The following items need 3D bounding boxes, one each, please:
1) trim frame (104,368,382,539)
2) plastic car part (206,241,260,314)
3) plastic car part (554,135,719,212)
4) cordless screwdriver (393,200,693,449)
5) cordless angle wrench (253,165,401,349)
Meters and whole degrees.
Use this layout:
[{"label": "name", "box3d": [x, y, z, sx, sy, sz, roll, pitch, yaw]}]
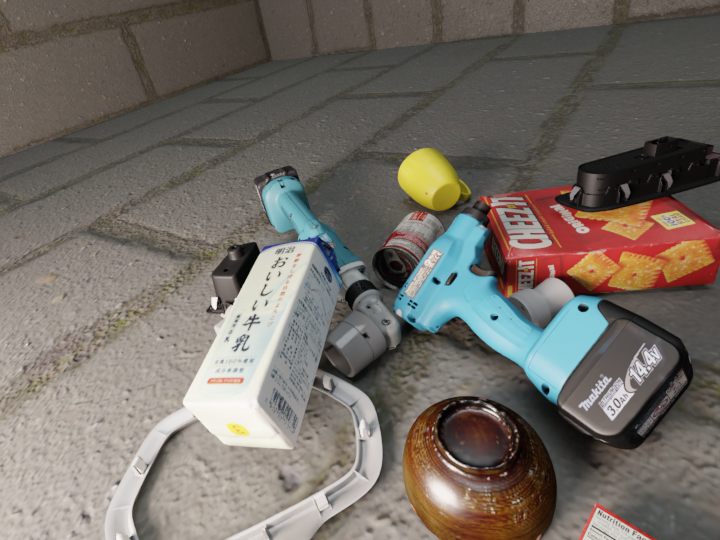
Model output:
[{"label": "trim frame", "box3d": [-0.101, 0.167, 0.377, 0.244, 0.026, 0.194, -20, 35, -14]}, {"label": "plastic car part", "box3d": [-0.175, 0.001, 0.605, 0.068, 0.068, 0.118, 0, 38, 14]}, {"label": "plastic car part", "box3d": [0.336, -0.116, 0.498, 0.202, 0.064, 0.069, -19, 39, -5]}, {"label": "cordless screwdriver", "box3d": [0.156, 0.029, 0.399, 0.263, 0.070, 0.159, 32, 89, 47]}, {"label": "cordless angle wrench", "box3d": [-0.060, -0.039, 0.614, 0.073, 0.094, 0.446, -24, 39, -14]}]
